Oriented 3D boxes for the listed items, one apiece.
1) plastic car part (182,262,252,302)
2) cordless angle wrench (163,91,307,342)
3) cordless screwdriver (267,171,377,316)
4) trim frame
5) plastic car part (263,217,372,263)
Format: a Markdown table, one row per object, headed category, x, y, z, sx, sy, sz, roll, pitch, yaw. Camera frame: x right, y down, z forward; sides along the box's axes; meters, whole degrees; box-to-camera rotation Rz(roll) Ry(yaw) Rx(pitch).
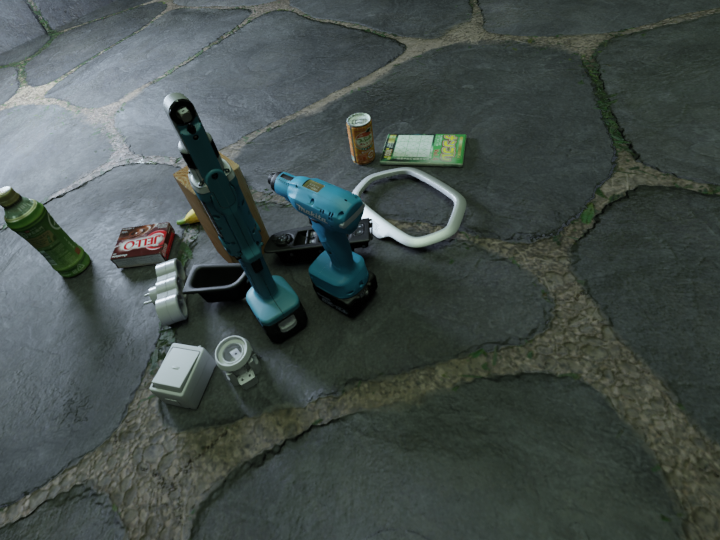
| category | x | y | z | sx | sy | sz | roll | pitch | yaw |
| --- | --- | --- | --- | --- | --- | --- | --- | --- | --- |
| plastic car part | -0.245 | 0.029 | 0.758 | 0.119 | 0.068 | 0.067 | -2 | 50 | 11 |
| cordless angle wrench | -0.164 | -0.047 | 0.579 | 0.073 | 0.405 | 0.103 | -31 | 52 | -16 |
| cordless screwdriver | -0.058 | -0.043 | 0.660 | 0.168 | 0.238 | 0.074 | 29 | 60 | 30 |
| trim frame | 0.089 | -0.131 | 0.838 | 0.182 | 0.026 | 0.263 | -35 | 52 | -16 |
| plastic car part | -0.077 | -0.050 | 0.786 | 0.206 | 0.064 | 0.068 | -4 | 50 | 10 |
